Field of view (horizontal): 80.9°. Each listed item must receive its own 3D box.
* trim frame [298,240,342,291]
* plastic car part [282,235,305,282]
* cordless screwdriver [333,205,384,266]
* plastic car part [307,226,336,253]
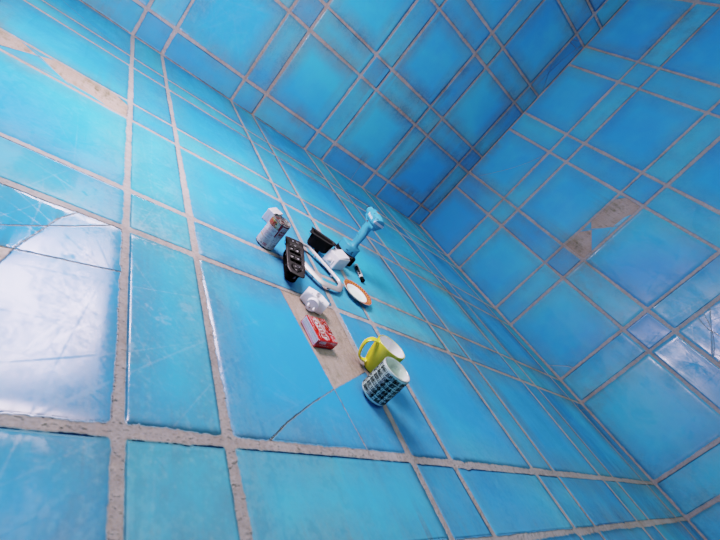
[{"bbox_3d":[-0.153,-0.015,1.469,0.256,0.028,0.178,45,18,15],"label":"trim frame"},{"bbox_3d":[-0.213,-0.030,1.312,0.063,0.067,0.211,32,19,-28],"label":"plastic car part"},{"bbox_3d":[-0.012,-0.147,1.718,0.071,0.250,0.166,32,20,-29],"label":"cordless screwdriver"},{"bbox_3d":[-0.157,-0.103,1.607,0.114,0.071,0.067,37,18,-12],"label":"plastic car part"}]
